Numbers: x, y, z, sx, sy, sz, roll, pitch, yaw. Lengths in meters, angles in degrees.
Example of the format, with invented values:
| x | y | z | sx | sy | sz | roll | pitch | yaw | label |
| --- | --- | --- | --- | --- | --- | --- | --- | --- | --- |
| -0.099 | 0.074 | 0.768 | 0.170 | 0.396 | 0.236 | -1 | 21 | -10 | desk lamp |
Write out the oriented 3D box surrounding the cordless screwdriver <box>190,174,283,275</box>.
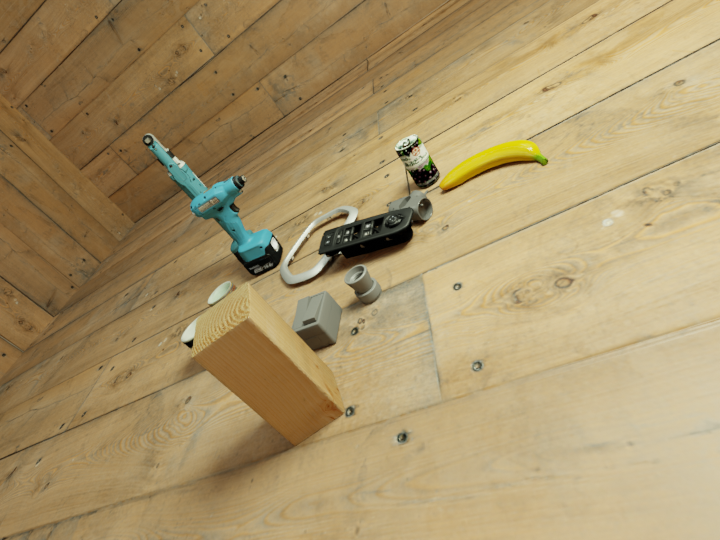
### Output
| x | y | z | sx | sy | sz | roll | pitch | yaw | label |
| --- | --- | --- | --- | --- | --- | --- | --- | --- | --- |
| -0.279 | -0.112 | 1.036 | 0.162 | 0.238 | 0.076 | -26 | 29 | 23 | cordless screwdriver |

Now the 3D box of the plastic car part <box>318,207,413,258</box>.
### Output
| x | y | z | sx | sy | sz | roll | pitch | yaw | label |
| --- | --- | --- | --- | --- | --- | --- | --- | --- | --- |
| 0.016 | -0.063 | 0.819 | 0.210 | 0.064 | 0.067 | -18 | 34 | 33 | plastic car part |

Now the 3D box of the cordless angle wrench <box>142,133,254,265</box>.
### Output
| x | y | z | sx | sy | sz | roll | pitch | yaw | label |
| --- | --- | --- | --- | --- | --- | --- | --- | --- | --- |
| -0.407 | -0.183 | 1.107 | 0.074 | 0.405 | 0.102 | -37 | 26 | 1 | cordless angle wrench |

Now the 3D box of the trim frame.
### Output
| x | y | z | sx | sy | sz | roll | pitch | yaw | label |
| --- | --- | --- | --- | --- | --- | --- | --- | --- | --- |
| -0.096 | -0.063 | 0.980 | 0.193 | 0.026 | 0.248 | -4 | 45 | 46 | trim frame |
